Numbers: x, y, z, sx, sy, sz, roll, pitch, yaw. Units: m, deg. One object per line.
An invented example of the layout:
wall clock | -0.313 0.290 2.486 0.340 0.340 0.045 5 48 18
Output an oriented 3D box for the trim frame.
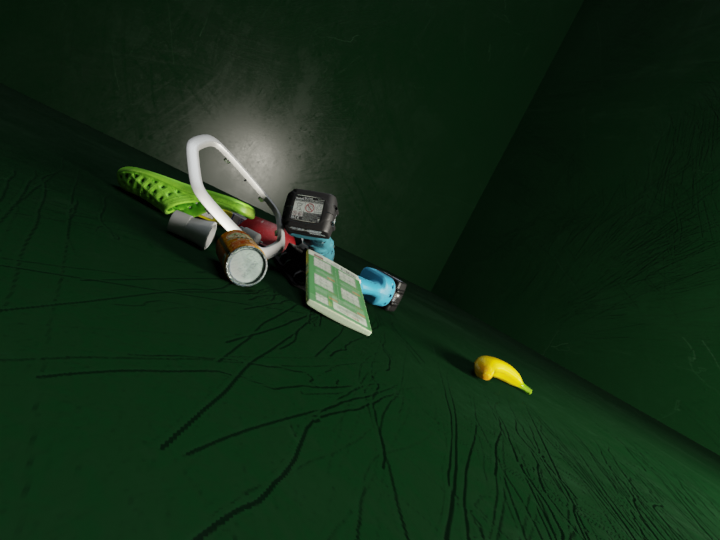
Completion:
trim frame | -0.206 -0.122 0.720 0.236 0.028 0.189 48 27 -32

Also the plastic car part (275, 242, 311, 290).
plastic car part | -0.117 -0.013 0.803 0.064 0.067 0.211 18 4 -25

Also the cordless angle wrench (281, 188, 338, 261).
cordless angle wrench | -0.093 -0.061 0.947 0.099 0.075 0.414 11 -13 3

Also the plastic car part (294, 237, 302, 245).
plastic car part | -0.189 -0.088 1.082 0.123 0.069 0.064 32 -38 56

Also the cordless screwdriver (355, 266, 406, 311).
cordless screwdriver | -0.015 0.021 0.942 0.168 0.074 0.235 29 8 36
